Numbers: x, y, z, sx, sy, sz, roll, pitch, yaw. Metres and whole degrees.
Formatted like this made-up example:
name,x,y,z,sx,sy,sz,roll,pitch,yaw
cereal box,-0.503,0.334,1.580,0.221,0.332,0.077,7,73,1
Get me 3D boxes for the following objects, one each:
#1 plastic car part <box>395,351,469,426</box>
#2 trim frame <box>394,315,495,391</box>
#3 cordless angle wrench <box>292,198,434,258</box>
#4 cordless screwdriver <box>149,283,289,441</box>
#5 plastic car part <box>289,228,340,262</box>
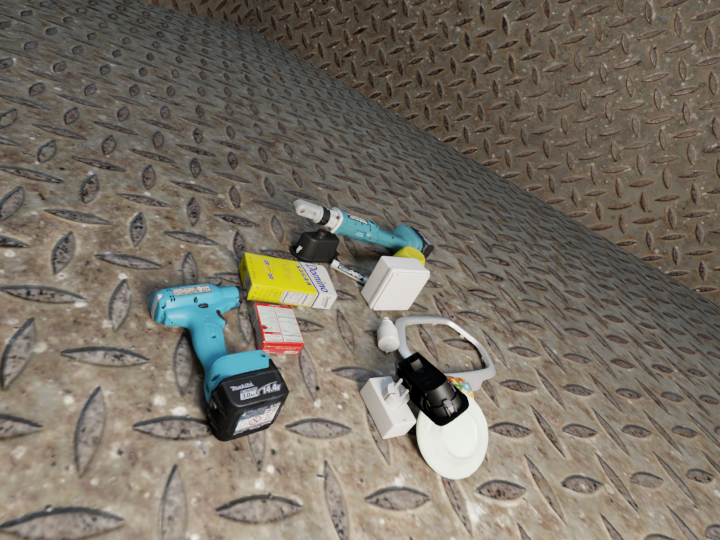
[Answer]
name,x,y,z,sx,sy,sz,roll,pitch,yaw
plastic car part,0.102,0.168,0.650,0.066,0.066,0.207,-22,11,-8
trim frame,0.171,0.163,0.861,0.237,0.027,0.194,5,36,-36
cordless angle wrench,0.012,-0.095,1.006,0.400,0.074,0.103,14,31,-41
cordless screwdriver,-0.189,0.109,0.619,0.152,0.074,0.262,-6,41,-44
plastic car part,-0.093,-0.061,0.950,0.111,0.071,0.069,0,39,-44
